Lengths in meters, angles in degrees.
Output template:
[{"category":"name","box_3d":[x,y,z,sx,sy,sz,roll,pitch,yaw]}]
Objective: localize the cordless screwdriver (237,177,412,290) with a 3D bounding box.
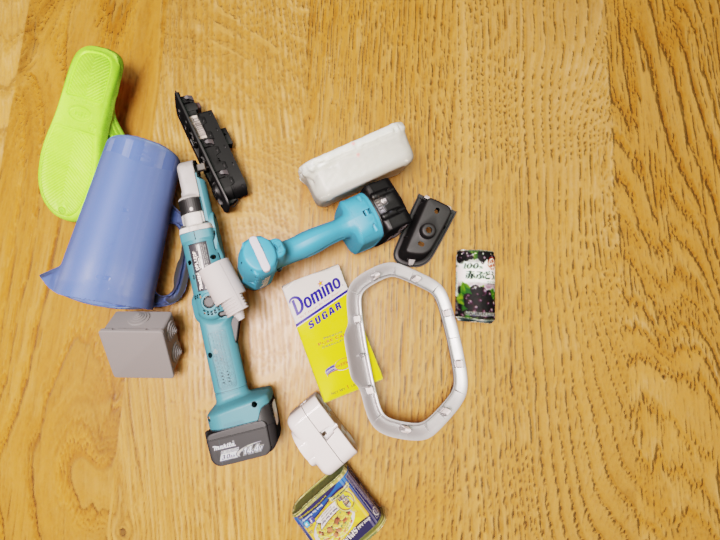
[{"category":"cordless screwdriver","box_3d":[-0.060,-0.039,0.614,0.244,0.160,0.075,-24,82,-19]}]

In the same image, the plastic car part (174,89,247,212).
[{"category":"plastic car part","box_3d":[-0.233,-0.185,0.669,0.065,0.067,0.206,-18,79,-29]}]

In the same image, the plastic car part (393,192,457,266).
[{"category":"plastic car part","box_3d":[0.098,-0.060,0.631,0.067,0.070,0.117,26,80,3]}]

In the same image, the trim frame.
[{"category":"trim frame","box_3d":[0.064,0.109,0.601,0.180,0.028,0.252,-6,78,-17]}]

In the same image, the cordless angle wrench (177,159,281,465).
[{"category":"cordless angle wrench","box_3d":[-0.208,0.045,0.607,0.098,0.074,0.426,-14,85,-2]}]
